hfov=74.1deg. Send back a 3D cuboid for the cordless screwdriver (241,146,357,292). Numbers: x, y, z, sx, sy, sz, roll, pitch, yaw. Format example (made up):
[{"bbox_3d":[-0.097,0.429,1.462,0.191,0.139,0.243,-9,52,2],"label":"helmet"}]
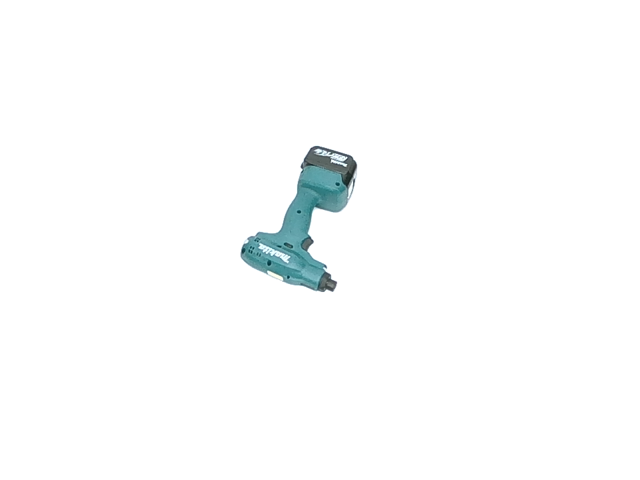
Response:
[{"bbox_3d":[-0.004,-0.035,0.712,0.159,0.247,0.074,23,-27,13],"label":"cordless screwdriver"}]
